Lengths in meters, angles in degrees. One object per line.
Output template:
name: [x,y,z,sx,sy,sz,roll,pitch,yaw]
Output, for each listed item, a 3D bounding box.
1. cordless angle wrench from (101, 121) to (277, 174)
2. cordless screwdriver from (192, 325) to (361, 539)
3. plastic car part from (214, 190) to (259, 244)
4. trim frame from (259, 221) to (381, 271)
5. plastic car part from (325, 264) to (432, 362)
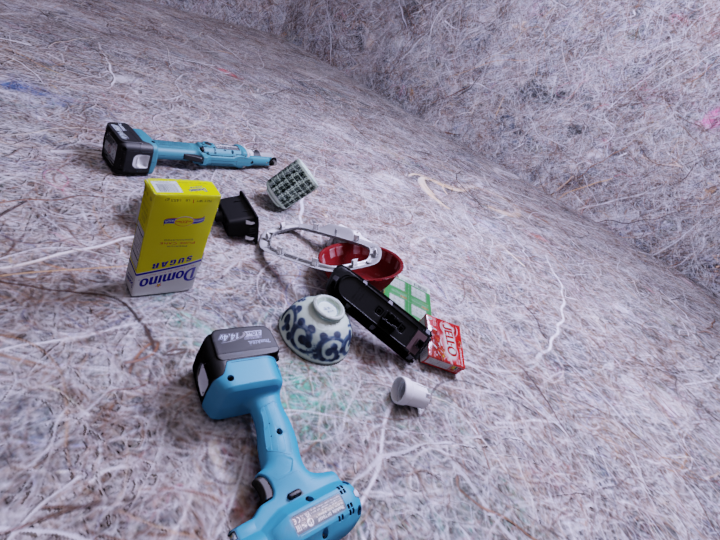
cordless angle wrench: [-0.360,-0.268,0.976,0.102,0.074,0.405,43,32,25]
cordless screwdriver: [-0.122,0.183,0.459,0.152,0.074,0.261,-5,46,-41]
plastic car part: [-0.247,-0.105,0.824,0.068,0.064,0.123,-13,44,-29]
trim frame: [-0.080,-0.052,0.818,0.260,0.027,0.180,16,28,26]
plastic car part: [0.029,0.071,0.694,0.204,0.066,0.067,39,-2,2]
